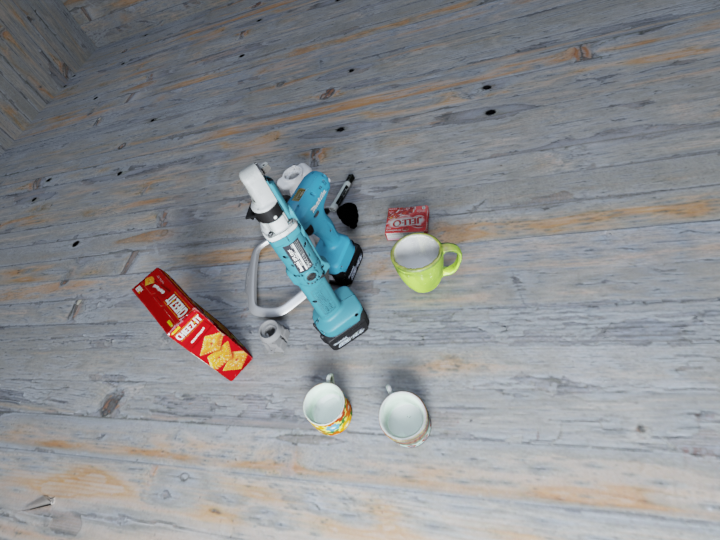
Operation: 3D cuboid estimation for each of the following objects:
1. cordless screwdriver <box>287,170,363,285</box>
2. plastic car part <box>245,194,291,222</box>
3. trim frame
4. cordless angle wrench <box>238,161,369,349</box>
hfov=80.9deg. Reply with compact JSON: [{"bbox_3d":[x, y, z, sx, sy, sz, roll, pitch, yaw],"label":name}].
[{"bbox_3d":[-0.080,-0.052,0.820,0.078,0.236,0.160,11,59,27],"label":"cordless screwdriver"},{"bbox_3d":[-0.217,-0.142,1.059,0.120,0.067,0.067,-4,53,20],"label":"plastic car part"},{"bbox_3d":[-0.183,0.000,0.962,0.187,0.026,0.258,-17,50,10],"label":"trim frame"},{"bbox_3d":[-0.087,-0.007,0.678,0.097,0.402,0.078,-33,50,-6],"label":"cordless angle wrench"}]
